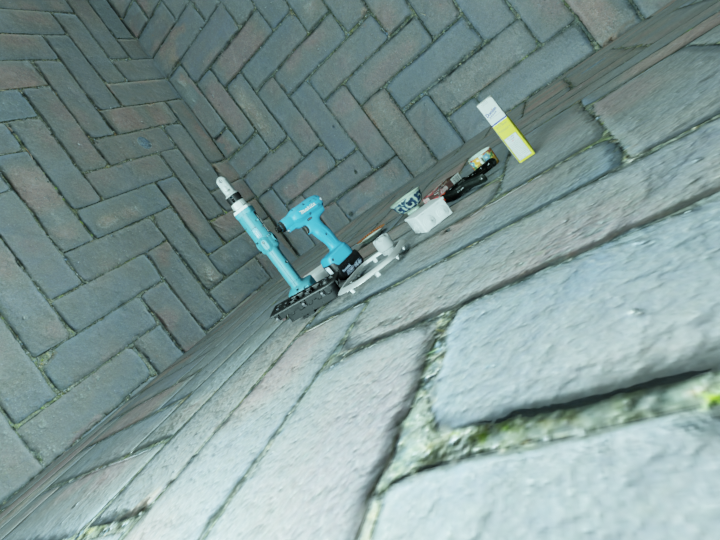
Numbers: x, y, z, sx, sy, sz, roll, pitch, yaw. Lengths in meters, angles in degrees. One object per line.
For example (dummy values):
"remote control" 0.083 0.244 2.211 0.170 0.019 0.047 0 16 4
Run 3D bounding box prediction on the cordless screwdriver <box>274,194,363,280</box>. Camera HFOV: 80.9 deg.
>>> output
"cordless screwdriver" -0.117 -0.076 1.194 0.157 0.247 0.076 -38 4 -23

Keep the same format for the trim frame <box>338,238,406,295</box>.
"trim frame" 0.029 -0.008 1.000 0.187 0.027 0.247 -32 10 24

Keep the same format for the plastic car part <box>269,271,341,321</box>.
"plastic car part" -0.127 0.074 1.042 0.205 0.066 0.066 -34 6 16

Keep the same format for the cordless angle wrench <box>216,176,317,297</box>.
"cordless angle wrench" -0.246 -0.074 1.116 0.075 0.420 0.098 -36 3 8
